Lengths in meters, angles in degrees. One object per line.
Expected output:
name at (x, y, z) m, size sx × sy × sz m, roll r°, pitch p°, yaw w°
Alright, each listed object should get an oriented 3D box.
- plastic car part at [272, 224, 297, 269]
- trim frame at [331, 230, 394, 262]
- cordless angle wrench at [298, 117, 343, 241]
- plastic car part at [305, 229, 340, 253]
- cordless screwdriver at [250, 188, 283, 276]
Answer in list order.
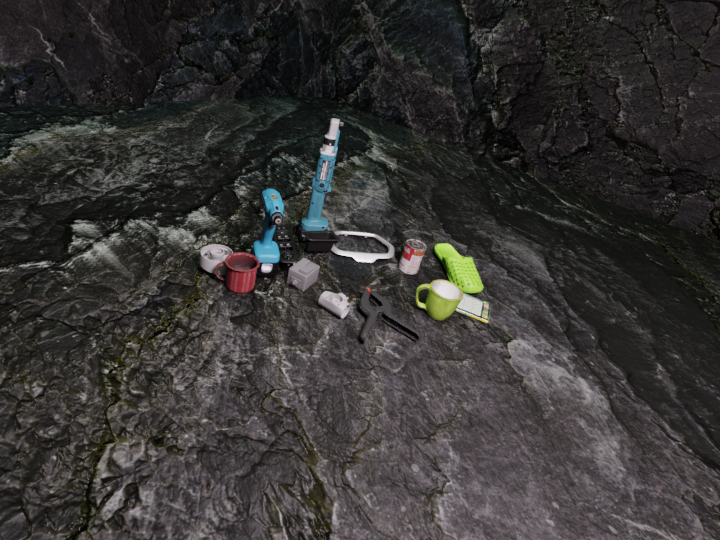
plastic car part at (-0.242, -0.069, 1.329) m, size 0.064 × 0.066 × 0.212 m, roll 2°, pitch 33°, yaw -20°
trim frame at (-0.002, -0.087, 1.479) m, size 0.243 × 0.027 × 0.191 m, roll 4°, pitch 32°, yaw -13°
cordless angle wrench at (-0.126, -0.287, 1.384) m, size 0.096 × 0.416 × 0.077 m, roll 9°, pitch 30°, yaw -10°
plastic car part at (-0.136, -0.089, 1.394) m, size 0.112 × 0.070 × 0.070 m, roll -6°, pitch 36°, yaw -29°
cordless screwdriver at (-0.255, -0.089, 1.183) m, size 0.072 × 0.244 × 0.167 m, roll 2°, pitch 32°, yaw -22°
